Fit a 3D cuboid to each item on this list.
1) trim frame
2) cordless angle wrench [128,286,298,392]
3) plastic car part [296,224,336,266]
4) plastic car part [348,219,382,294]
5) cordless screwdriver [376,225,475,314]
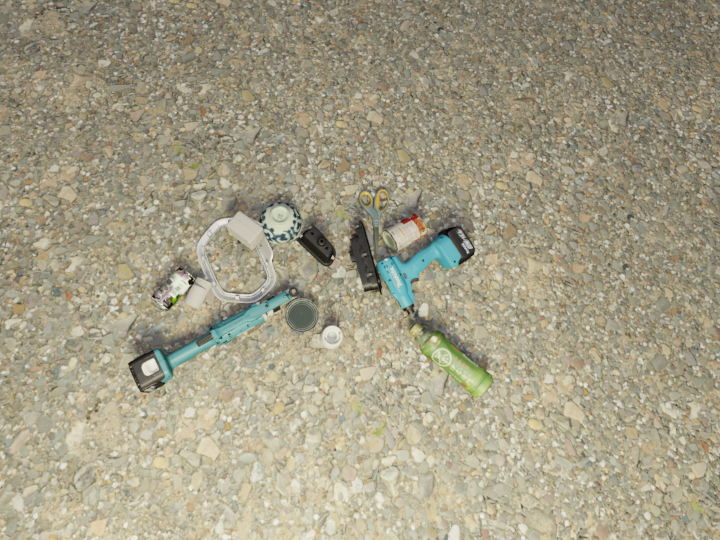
[{"bbox_3d":[-0.325,-0.030,1.114,0.182,0.027,0.255,-24,73,-12],"label":"trim frame"},{"bbox_3d":[-0.336,0.151,1.025,0.416,0.097,0.076,-29,79,-17],"label":"cordless angle wrench"},{"bbox_3d":[-0.109,-0.072,1.119,0.065,0.070,0.119,-42,77,-15],"label":"plastic car part"},{"bbox_3d":[0.010,-0.028,1.116,0.067,0.065,0.208,-18,74,-2],"label":"plastic car part"},{"bbox_3d":[0.182,-0.004,1.114,0.246,0.075,0.160,-27,88,-9],"label":"cordless screwdriver"}]
